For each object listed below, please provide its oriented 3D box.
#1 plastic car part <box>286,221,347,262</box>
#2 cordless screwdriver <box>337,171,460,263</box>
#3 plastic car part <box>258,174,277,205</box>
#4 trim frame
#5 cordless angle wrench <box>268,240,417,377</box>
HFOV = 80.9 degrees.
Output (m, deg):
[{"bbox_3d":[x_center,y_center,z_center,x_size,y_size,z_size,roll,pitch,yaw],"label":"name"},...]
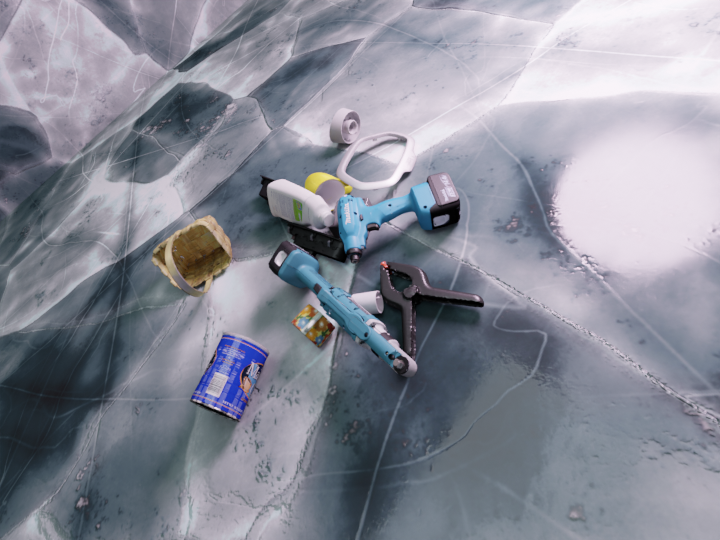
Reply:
[{"bbox_3d":[-0.095,-0.062,0.975,0.214,0.062,0.067,15,74,38],"label":"plastic car part"},{"bbox_3d":[0.077,-0.105,0.870,0.253,0.071,0.164,-12,57,10],"label":"cordless screwdriver"},{"bbox_3d":[-0.243,-0.215,1.192,0.123,0.062,0.071,29,87,39],"label":"plastic car part"},{"bbox_3d":[0.044,-0.278,1.061,0.191,0.026,0.250,7,49,22],"label":"trim frame"},{"bbox_3d":[-0.043,0.061,0.781,0.074,0.092,0.448,-57,41,3],"label":"cordless angle wrench"}]
